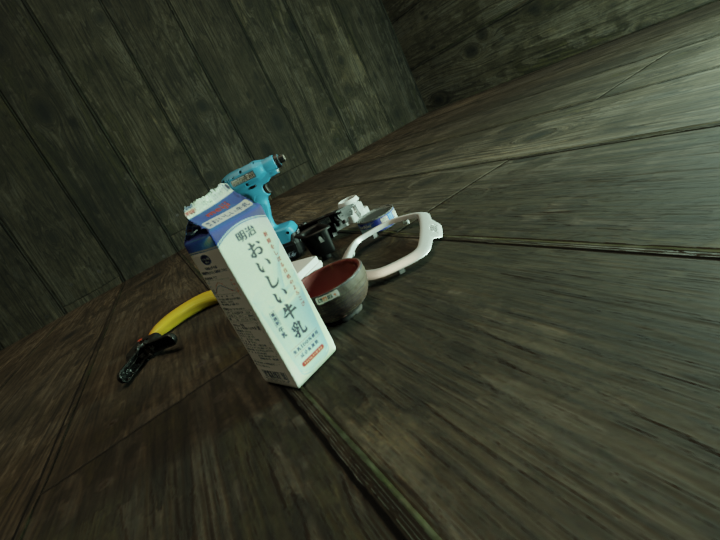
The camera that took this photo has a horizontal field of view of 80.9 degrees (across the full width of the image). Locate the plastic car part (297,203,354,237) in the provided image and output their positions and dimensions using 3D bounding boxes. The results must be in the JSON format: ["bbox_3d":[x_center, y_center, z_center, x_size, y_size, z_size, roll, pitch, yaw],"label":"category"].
[{"bbox_3d":[-0.095,-0.108,1.040,0.211,0.065,0.065,-9,24,44],"label":"plastic car part"}]

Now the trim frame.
[{"bbox_3d":[0.049,-0.043,0.731,0.188,0.027,0.250,-21,20,18],"label":"trim frame"}]

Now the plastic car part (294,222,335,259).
[{"bbox_3d":[-0.087,-0.057,0.887,0.065,0.069,0.121,-31,18,-13],"label":"plastic car part"}]

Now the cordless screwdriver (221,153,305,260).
[{"bbox_3d":[-0.204,-0.144,1.007,0.161,0.243,0.075,-24,14,11],"label":"cordless screwdriver"}]
